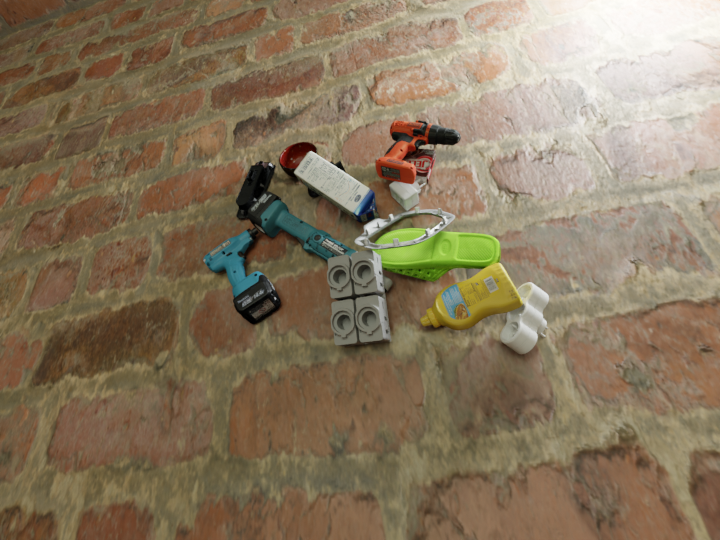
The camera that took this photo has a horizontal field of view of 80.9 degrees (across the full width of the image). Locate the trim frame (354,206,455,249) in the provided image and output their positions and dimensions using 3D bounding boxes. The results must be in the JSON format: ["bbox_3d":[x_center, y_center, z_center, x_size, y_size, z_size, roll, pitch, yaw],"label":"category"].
[{"bbox_3d":[0.097,-0.098,0.937,0.194,0.027,0.243,6,31,41],"label":"trim frame"}]

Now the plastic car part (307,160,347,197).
[{"bbox_3d":[-0.101,-0.258,1.157,0.117,0.062,0.074,-28,41,4],"label":"plastic car part"}]

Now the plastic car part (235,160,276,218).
[{"bbox_3d":[-0.305,-0.240,1.207,0.068,0.064,0.206,7,64,12],"label":"plastic car part"}]

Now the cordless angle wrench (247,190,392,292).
[{"bbox_3d":[-0.101,-0.066,1.031,0.444,0.071,0.097,31,73,28],"label":"cordless angle wrench"}]

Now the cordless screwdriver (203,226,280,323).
[{"bbox_3d":[-0.276,0.000,1.044,0.158,0.071,0.263,-38,53,-8],"label":"cordless screwdriver"}]
